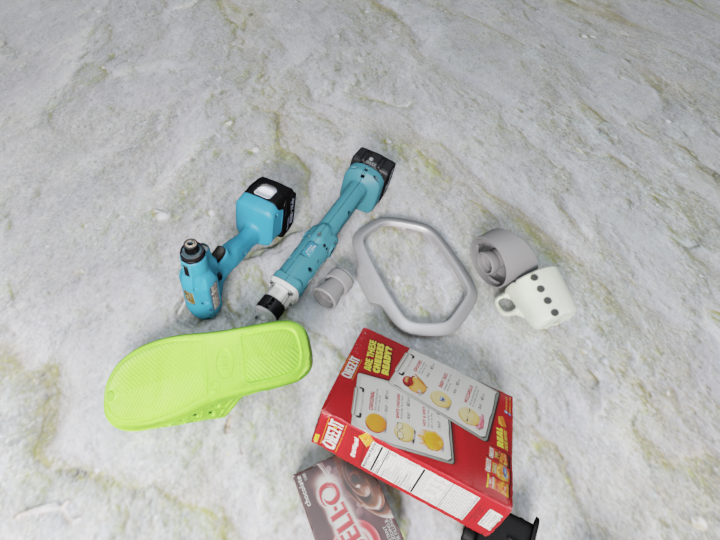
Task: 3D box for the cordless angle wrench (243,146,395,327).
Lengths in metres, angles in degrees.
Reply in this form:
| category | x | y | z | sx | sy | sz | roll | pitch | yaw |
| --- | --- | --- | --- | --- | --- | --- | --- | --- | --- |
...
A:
| category | x | y | z | sx | sy | sz | roll | pitch | yaw |
| --- | --- | --- | --- | --- | --- | --- | --- | --- | --- |
| cordless angle wrench | -0.069 | -0.045 | 0.701 | 0.076 | 0.096 | 0.422 | 28 | 59 | 8 |

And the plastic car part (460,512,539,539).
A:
| category | x | y | z | sx | sy | sz | roll | pitch | yaw |
| --- | --- | --- | --- | --- | --- | --- | --- | --- | --- |
| plastic car part | 0.146 | 0.317 | 0.467 | 0.074 | 0.063 | 0.116 | 17 | 49 | 23 |

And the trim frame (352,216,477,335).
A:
| category | x | y | z | sx | sy | sz | roll | pitch | yaw |
| --- | --- | --- | --- | --- | --- | --- | --- | --- | --- |
| trim frame | 0.085 | 0.001 | 0.717 | 0.180 | 0.027 | 0.260 | -16 | 58 | -18 |

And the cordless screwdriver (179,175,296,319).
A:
| category | x | y | z | sx | sy | sz | roll | pitch | yaw |
| --- | --- | --- | --- | --- | --- | --- | --- | --- | --- |
| cordless screwdriver | -0.190 | -0.057 | 0.655 | 0.076 | 0.156 | 0.249 | 24 | 52 | 8 |
